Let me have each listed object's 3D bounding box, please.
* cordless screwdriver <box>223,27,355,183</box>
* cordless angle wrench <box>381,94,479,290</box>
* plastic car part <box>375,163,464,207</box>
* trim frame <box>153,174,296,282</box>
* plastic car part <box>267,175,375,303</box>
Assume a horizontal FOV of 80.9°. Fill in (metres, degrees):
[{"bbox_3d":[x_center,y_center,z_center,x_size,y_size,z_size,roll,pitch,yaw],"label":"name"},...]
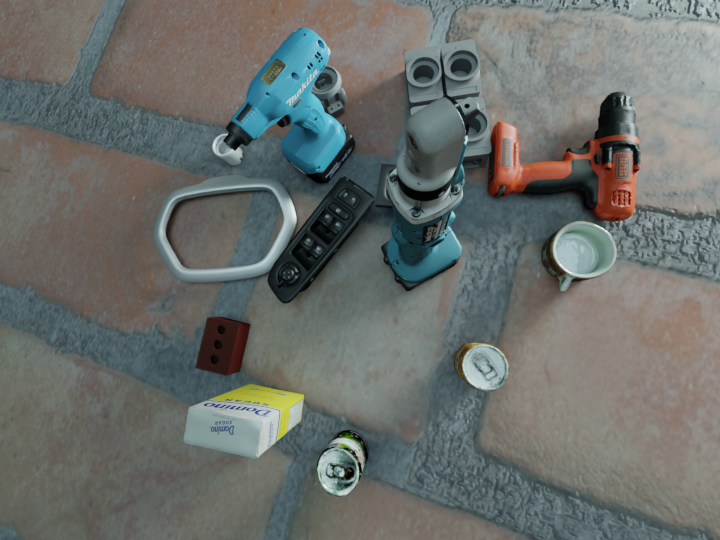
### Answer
[{"bbox_3d":[-0.090,-0.189,0.580,0.076,0.242,0.159,38,88,11],"label":"cordless screwdriver"},{"bbox_3d":[0.063,-0.050,0.430,0.098,0.411,0.076,-29,79,2],"label":"cordless angle wrench"},{"bbox_3d":[0.086,-0.111,0.616,0.119,0.069,0.066,8,81,12],"label":"plastic car part"},{"bbox_3d":[-0.226,-0.073,0.696,0.253,0.027,0.187,-6,77,11],"label":"trim frame"},{"bbox_3d":[-0.062,-0.041,0.634,0.068,0.065,0.203,39,88,14],"label":"plastic car part"}]
